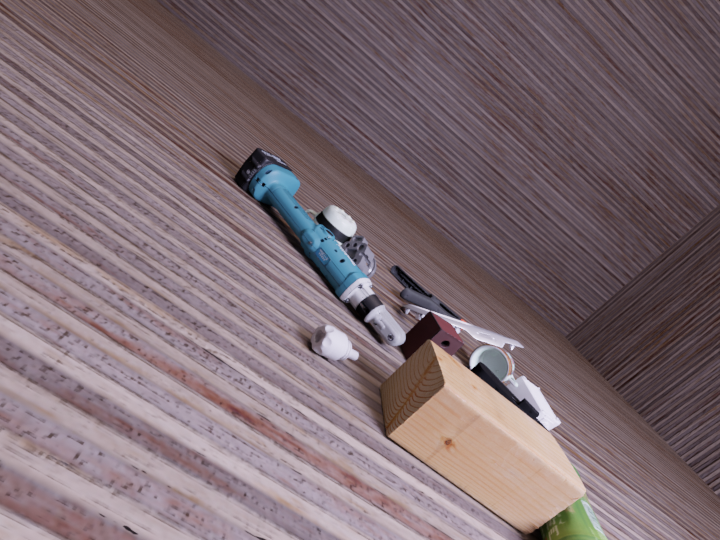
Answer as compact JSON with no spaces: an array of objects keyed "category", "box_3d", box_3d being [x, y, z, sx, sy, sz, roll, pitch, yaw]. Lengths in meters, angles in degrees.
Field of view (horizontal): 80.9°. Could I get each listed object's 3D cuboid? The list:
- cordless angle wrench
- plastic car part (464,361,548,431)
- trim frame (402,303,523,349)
[{"category":"cordless angle wrench","box_3d":[-0.070,-0.046,0.714,0.442,0.075,0.093,50,18,25]},{"category":"plastic car part","box_3d":[0.245,0.232,0.702,0.211,0.067,0.063,44,23,22]},{"category":"trim frame","box_3d":[0.193,0.110,0.824,0.241,0.027,0.189,21,-3,-17]}]
